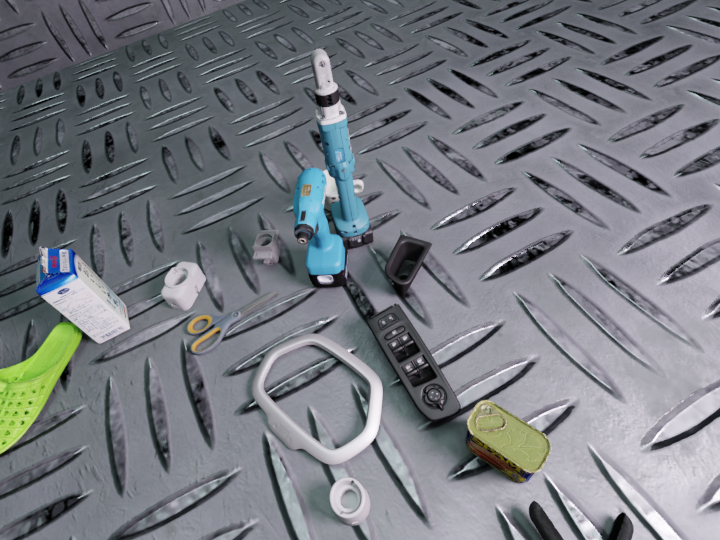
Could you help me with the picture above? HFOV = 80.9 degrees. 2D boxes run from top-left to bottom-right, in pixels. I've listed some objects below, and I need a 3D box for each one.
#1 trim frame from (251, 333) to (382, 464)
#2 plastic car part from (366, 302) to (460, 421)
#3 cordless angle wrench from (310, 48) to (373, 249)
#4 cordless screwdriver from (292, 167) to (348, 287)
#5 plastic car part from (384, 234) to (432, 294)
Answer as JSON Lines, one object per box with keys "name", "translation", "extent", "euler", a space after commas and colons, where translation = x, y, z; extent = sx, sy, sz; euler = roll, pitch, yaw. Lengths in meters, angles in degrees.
{"name": "trim frame", "translation": [-0.077, 0.209, 0.722], "extent": [0.262, 0.026, 0.182], "euler": [28, 63, 30]}
{"name": "plastic car part", "translation": [0.085, 0.157, 0.701], "extent": [0.066, 0.064, 0.214], "euler": [-25, 51, -9]}
{"name": "cordless angle wrench", "translation": [-0.039, -0.205, 0.800], "extent": [0.074, 0.405, 0.102], "euler": [-15, 51, -3]}
{"name": "cordless screwdriver", "translation": [-0.078, -0.051, 0.793], "extent": [0.075, 0.238, 0.163], "euler": [-2, 51, 7]}
{"name": "plastic car part", "translation": [0.088, -0.002, 0.827], "extent": [0.069, 0.068, 0.116], "euler": [16, 57, 22]}
